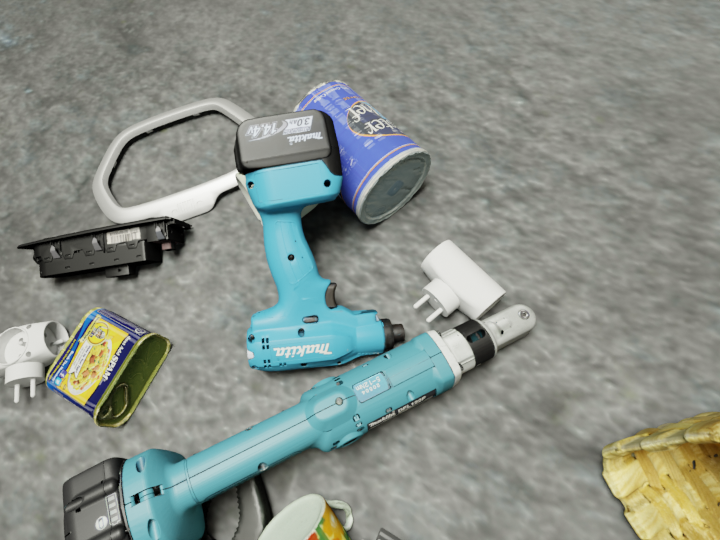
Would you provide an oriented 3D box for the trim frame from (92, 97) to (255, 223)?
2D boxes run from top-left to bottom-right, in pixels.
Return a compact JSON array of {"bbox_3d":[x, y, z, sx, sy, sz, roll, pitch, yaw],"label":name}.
[{"bbox_3d":[-0.251,-0.152,0.581,0.248,0.026,0.191,-20,64,-1],"label":"trim frame"}]

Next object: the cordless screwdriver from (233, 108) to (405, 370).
[{"bbox_3d":[-0.041,-0.027,0.421,0.158,0.075,0.247,-5,96,-5],"label":"cordless screwdriver"}]

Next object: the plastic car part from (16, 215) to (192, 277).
[{"bbox_3d":[-0.313,-0.024,0.521,0.205,0.066,0.067,-5,93,6],"label":"plastic car part"}]

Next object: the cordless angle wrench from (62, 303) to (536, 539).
[{"bbox_3d":[-0.023,0.124,0.368,0.418,0.095,0.078,-24,61,-12],"label":"cordless angle wrench"}]
